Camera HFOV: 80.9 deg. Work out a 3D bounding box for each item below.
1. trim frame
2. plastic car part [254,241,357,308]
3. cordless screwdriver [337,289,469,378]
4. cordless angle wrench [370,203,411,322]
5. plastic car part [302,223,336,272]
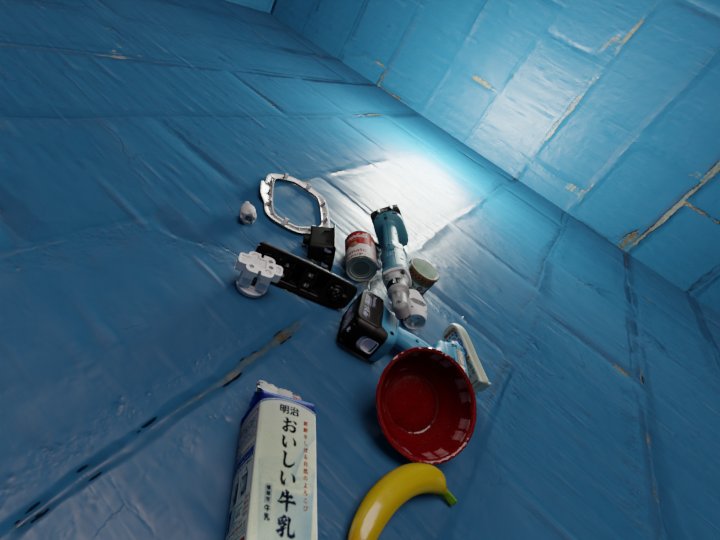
[{"bbox_3d":[-0.159,-0.168,1.028,0.178,0.027,0.258,16,36,-19],"label":"trim frame"},{"bbox_3d":[-0.106,0.011,0.793,0.201,0.066,0.068,25,6,-6],"label":"plastic car part"},{"bbox_3d":[0.082,0.149,0.734,0.244,0.074,0.162,28,31,-10],"label":"cordless screwdriver"},{"bbox_3d":[0.070,-0.028,0.887,0.431,0.075,0.095,-88,158,-63],"label":"cordless angle wrench"},{"bbox_3d":[-0.089,-0.058,0.905,0.070,0.065,0.120,8,33,-10],"label":"plastic car part"}]
